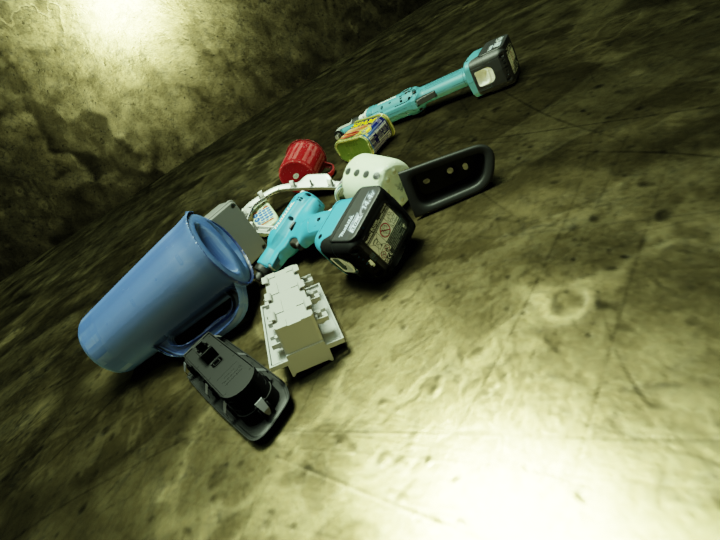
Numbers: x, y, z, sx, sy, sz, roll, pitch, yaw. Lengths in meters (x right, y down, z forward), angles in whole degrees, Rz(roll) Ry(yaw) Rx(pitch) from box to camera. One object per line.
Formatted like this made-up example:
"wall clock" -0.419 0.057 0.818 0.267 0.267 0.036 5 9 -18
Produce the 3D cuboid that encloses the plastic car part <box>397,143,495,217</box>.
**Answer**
"plastic car part" 0.116 -0.127 0.568 0.118 0.064 0.071 -20 15 13

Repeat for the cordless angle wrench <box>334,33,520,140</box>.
"cordless angle wrench" 0.111 -0.366 0.917 0.441 0.071 0.098 -9 35 39

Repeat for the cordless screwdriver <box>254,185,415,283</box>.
"cordless screwdriver" -0.056 -0.037 0.575 0.261 0.071 0.159 11 65 54

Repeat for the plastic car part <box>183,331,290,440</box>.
"plastic car part" -0.146 0.109 0.461 0.065 0.064 0.214 -38 31 -27

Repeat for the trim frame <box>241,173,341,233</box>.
"trim frame" -0.127 -0.126 0.788 0.261 0.026 0.183 5 43 37
